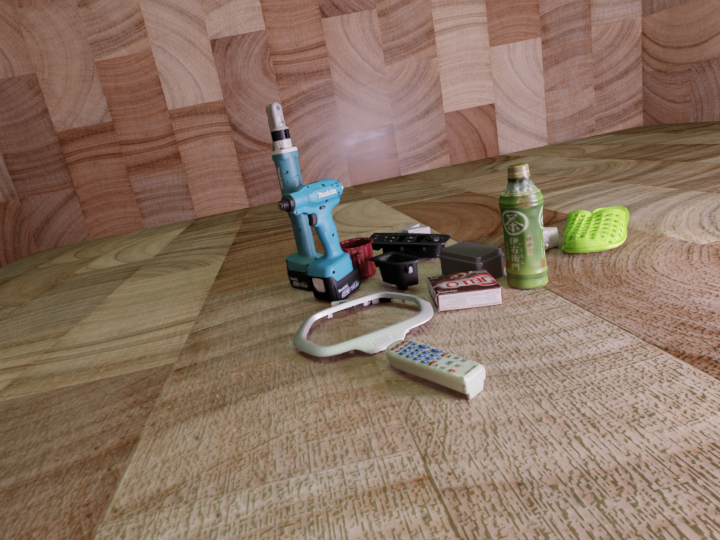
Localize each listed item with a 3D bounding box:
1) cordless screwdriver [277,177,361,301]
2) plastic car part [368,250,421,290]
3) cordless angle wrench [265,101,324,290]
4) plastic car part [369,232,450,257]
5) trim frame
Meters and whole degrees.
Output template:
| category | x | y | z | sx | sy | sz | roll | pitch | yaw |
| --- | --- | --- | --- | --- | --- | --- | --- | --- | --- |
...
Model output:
| category | x | y | z | sx | sy | sz | roll | pitch | yaw |
| --- | --- | --- | --- | --- | --- | --- | --- | --- | --- |
| cordless screwdriver | -0.085 | -0.056 | 0.869 | 0.078 | 0.244 | 0.154 | 3 | 20 | 42 |
| plastic car part | 0.078 | 0.004 | 0.872 | 0.064 | 0.069 | 0.122 | -18 | 18 | -23 |
| cordless angle wrench | -0.153 | -0.165 | 0.964 | 0.072 | 0.415 | 0.103 | -22 | 18 | -39 |
| plastic car part | 0.118 | -0.059 | 1.045 | 0.211 | 0.066 | 0.065 | -1 | 18 | 29 |
| trim frame | 0.003 | 0.089 | 0.729 | 0.244 | 0.027 | 0.192 | -17 | 19 | -16 |
